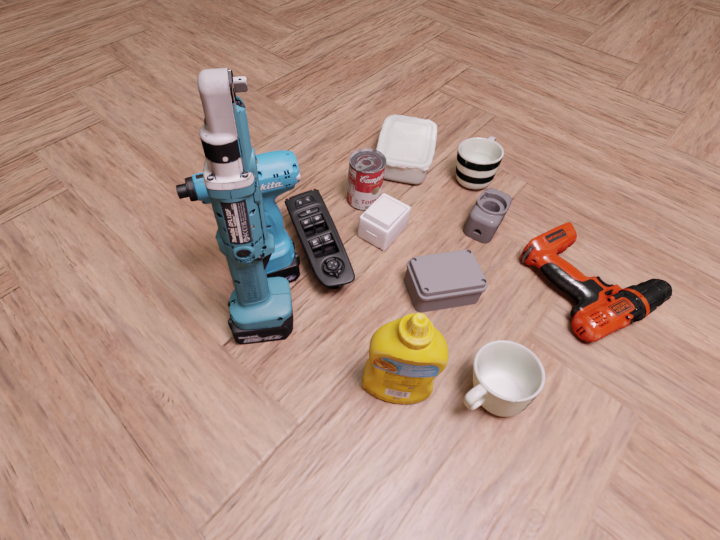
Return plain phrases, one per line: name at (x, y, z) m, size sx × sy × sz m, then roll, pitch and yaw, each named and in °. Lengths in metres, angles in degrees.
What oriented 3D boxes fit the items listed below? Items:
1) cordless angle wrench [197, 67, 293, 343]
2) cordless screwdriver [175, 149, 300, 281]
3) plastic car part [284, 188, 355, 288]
cordless angle wrench at (-0.138, -0.040, 0.508) m, size 0.097 × 0.411 × 0.077 m, roll -4°, pitch 54°, yaw -9°
cordless screwdriver at (-0.168, -0.063, 0.632) m, size 0.156 × 0.242 × 0.078 m, roll -14°, pitch 56°, yaw -14°
plastic car part at (-0.071, -0.047, 0.730) m, size 0.065 × 0.065 × 0.213 m, roll -17°, pitch 55°, yaw -15°
